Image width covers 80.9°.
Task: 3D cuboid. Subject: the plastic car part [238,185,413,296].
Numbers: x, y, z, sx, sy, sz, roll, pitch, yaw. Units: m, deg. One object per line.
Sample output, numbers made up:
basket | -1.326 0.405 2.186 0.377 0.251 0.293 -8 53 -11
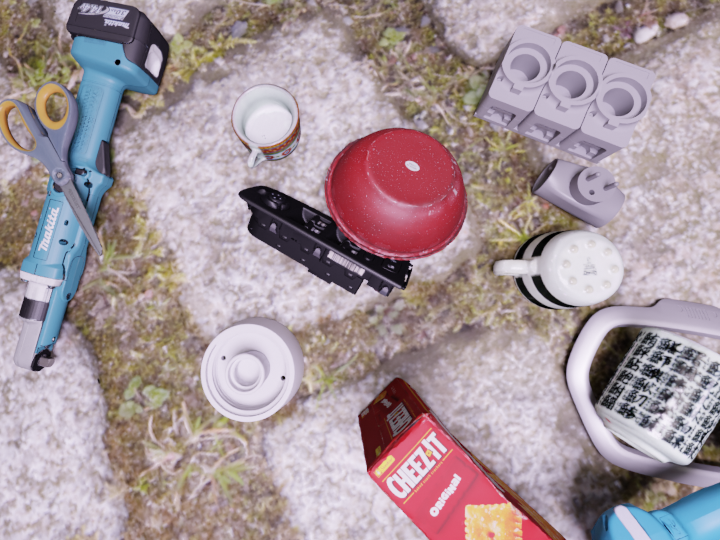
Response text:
plastic car part | -0.046 -0.030 0.468 0.205 0.066 0.067 33 126 5

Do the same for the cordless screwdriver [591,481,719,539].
cordless screwdriver | 0.323 0.210 0.372 0.249 0.151 0.078 -24 46 0

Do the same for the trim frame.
trim frame | 0.341 0.124 0.438 0.251 0.027 0.185 8 85 7

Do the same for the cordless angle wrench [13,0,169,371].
cordless angle wrench | -0.330 -0.095 0.493 0.099 0.073 0.424 13 86 4
